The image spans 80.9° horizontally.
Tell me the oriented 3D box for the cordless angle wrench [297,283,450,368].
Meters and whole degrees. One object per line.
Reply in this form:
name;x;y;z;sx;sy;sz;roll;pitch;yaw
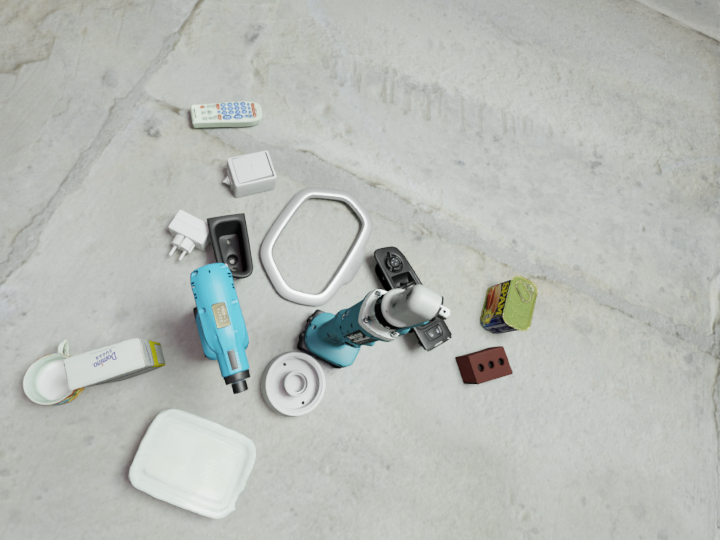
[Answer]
cordless angle wrench;-0.003;0.076;0.567;0.097;0.425;0.074;30;69;-8

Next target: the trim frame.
trim frame;-0.079;-0.051;0.805;0.184;0.027;0.249;31;69;-1

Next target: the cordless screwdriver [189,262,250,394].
cordless screwdriver;-0.197;0.095;0.613;0.073;0.250;0.162;-15;79;-20

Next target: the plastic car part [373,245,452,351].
plastic car part;0.086;0.048;0.786;0.065;0.067;0.207;-23;79;-20

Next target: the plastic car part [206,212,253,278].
plastic car part;-0.227;-0.033;0.744;0.064;0.071;0.119;-10;76;-18
